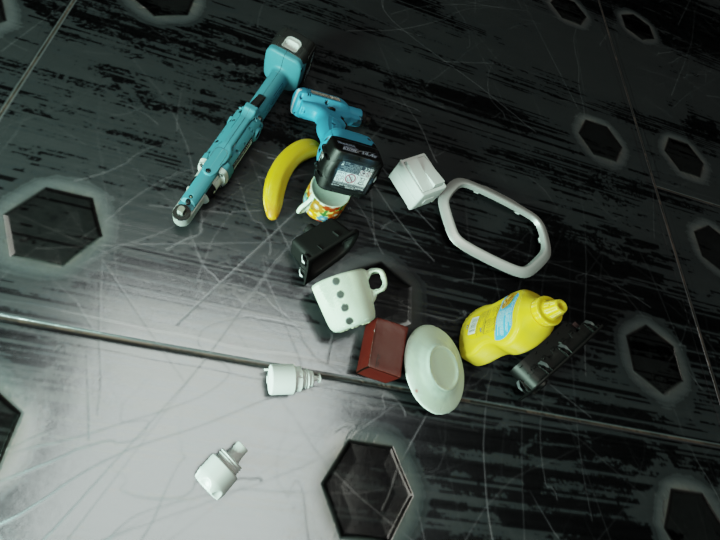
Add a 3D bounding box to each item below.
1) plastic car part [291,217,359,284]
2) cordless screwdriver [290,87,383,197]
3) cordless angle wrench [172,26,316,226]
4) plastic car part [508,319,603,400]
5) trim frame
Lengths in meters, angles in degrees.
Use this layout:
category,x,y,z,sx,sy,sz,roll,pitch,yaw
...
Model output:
category,x,y,z,sx,sy,sz,roll,pitch,yaw
plastic car part,-0.066,-0.043,0.679,0.073,0.065,0.114,39,56,17
cordless screwdriver,-0.025,-0.230,0.737,0.153,0.074,0.260,5,43,-26
cordless angle wrench,-0.198,-0.247,0.722,0.074,0.098,0.425,27,65,-8
plastic car part,0.319,0.138,0.705,0.199,0.065,0.069,-34,71,-28
trim frame,0.259,-0.086,0.816,0.247,0.027,0.186,23,62,-3
